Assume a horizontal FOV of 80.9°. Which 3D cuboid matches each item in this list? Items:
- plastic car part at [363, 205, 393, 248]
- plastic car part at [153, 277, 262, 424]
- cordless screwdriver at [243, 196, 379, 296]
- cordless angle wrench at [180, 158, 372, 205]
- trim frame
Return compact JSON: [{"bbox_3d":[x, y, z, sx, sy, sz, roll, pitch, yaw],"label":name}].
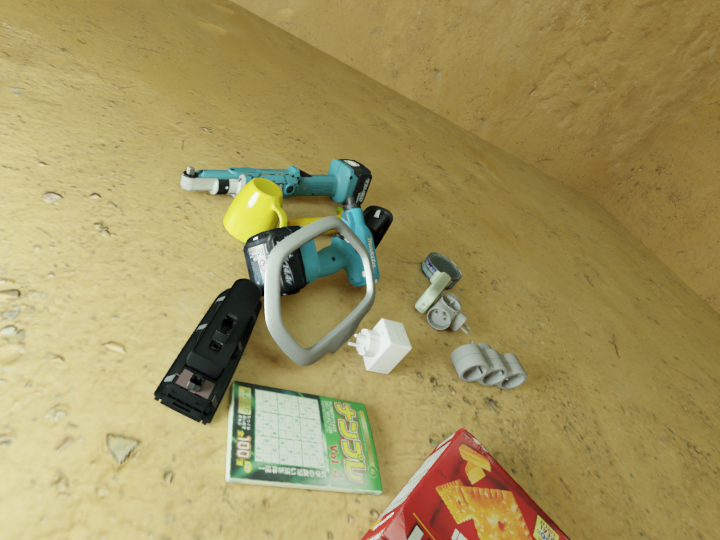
[{"bbox_3d":[0.009,-0.069,0.820,0.067,0.116,0.070,36,54,3],"label":"plastic car part"},{"bbox_3d":[-0.166,0.073,0.506,0.066,0.066,0.206,21,29,-7],"label":"plastic car part"},{"bbox_3d":[-0.066,-0.043,0.680,0.238,0.077,0.160,-7,84,-48],"label":"cordless screwdriver"},{"bbox_3d":[-0.153,-0.176,0.847,0.405,0.097,0.078,-10,41,-42],"label":"cordless angle wrench"},{"bbox_3d":[-0.050,0.024,0.604,0.243,0.028,0.181,-38,109,-51],"label":"trim frame"}]
